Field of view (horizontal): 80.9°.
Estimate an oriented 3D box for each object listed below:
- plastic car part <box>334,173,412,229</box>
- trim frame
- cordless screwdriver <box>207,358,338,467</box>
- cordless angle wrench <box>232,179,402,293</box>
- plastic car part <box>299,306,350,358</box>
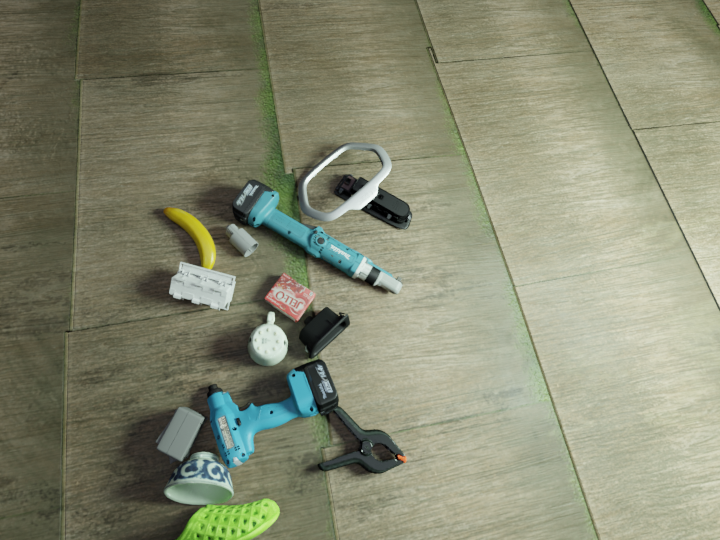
[{"bbox_3d":[0.041,-0.175,1.027,0.204,0.066,0.066,32,63,3],"label":"plastic car part"},{"bbox_3d":[-0.042,-0.216,1.013,0.247,0.026,0.194,-41,57,-7],"label":"trim frame"},{"bbox_3d":[-0.176,0.253,0.838,0.246,0.072,0.167,-25,59,-12],"label":"cordless screwdriver"},{"bbox_3d":[-0.095,-0.062,0.969,0.426,0.074,0.098,31,70,4],"label":"cordless angle wrench"},{"bbox_3d":[-0.086,0.123,0.908,0.115,0.064,0.074,-39,65,-14],"label":"plastic car part"}]
